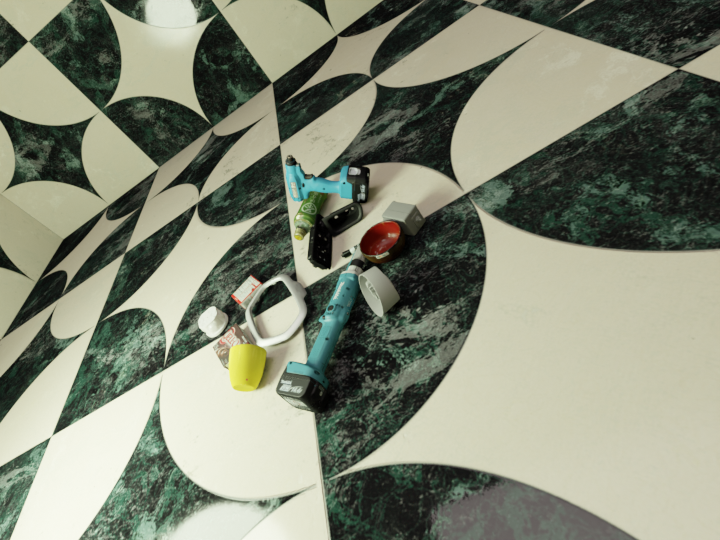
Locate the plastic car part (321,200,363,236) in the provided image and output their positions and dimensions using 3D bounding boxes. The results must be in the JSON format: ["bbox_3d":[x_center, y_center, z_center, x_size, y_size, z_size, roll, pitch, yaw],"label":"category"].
[{"bbox_3d":[-0.046,-0.160,1.223,0.117,0.063,0.073,-29,24,10],"label":"plastic car part"}]

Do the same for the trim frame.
[{"bbox_3d":[-0.226,0.102,1.134,0.184,0.026,0.262,-42,37,0],"label":"trim frame"}]

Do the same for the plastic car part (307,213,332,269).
[{"bbox_3d":[-0.117,-0.077,1.201,0.068,0.064,0.209,-46,30,39],"label":"plastic car part"}]

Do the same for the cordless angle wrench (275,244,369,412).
[{"bbox_3d":[-0.057,0.102,0.963,0.102,0.070,0.426,-5,48,37],"label":"cordless angle wrench"}]

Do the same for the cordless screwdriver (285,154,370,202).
[{"bbox_3d":[-0.098,-0.272,1.241,0.254,0.153,0.076,3,50,11],"label":"cordless screwdriver"}]
